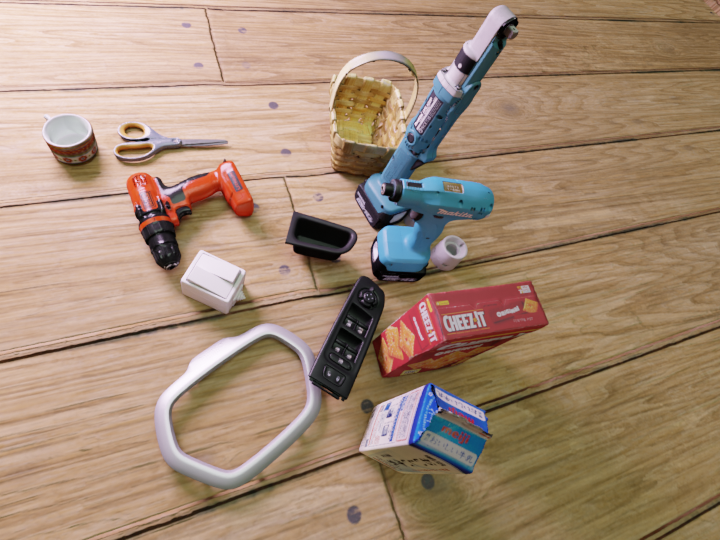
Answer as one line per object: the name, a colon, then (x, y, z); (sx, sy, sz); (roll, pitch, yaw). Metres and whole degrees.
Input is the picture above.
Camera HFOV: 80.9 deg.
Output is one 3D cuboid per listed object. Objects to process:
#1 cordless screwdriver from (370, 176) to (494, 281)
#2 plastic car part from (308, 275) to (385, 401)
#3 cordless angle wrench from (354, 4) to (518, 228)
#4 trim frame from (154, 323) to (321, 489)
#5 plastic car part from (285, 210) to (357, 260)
cordless screwdriver: (0.075, -0.064, 0.674); (0.155, 0.248, 0.076); (7, 64, -15)
plastic car part: (-0.018, 0.102, 0.666); (0.066, 0.067, 0.204); (28, 59, -2)
cordless angle wrench: (0.099, -0.209, 0.658); (0.072, 0.422, 0.101); (-20, 73, -27)
trim frame: (-0.167, 0.183, 0.606); (0.244, 0.027, 0.188); (-36, 76, -28)
plastic car part: (-0.071, -0.047, 0.730); (0.115, 0.070, 0.067); (16, 61, -8)
